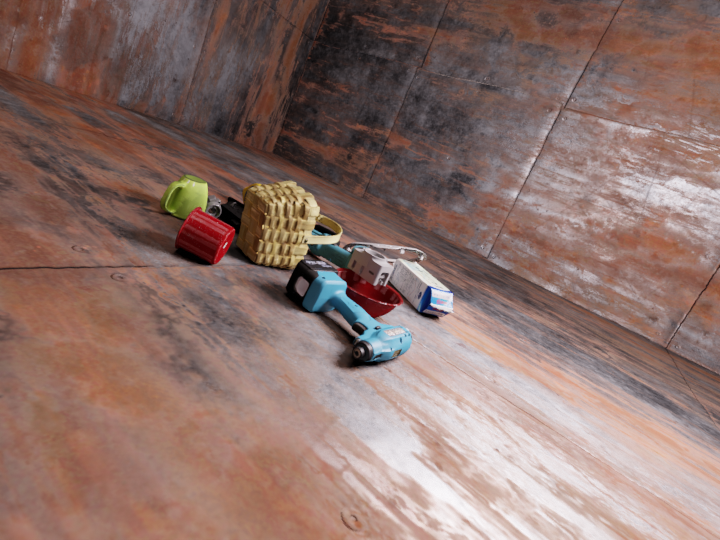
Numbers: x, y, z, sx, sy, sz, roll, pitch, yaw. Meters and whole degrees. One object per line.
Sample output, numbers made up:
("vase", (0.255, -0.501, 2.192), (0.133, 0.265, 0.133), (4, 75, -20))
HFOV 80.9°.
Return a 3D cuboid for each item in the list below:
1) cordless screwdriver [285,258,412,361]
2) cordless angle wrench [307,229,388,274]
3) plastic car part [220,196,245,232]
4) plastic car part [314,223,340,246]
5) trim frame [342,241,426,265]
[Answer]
("cordless screwdriver", (-0.037, 0.073, 0.762), (0.262, 0.074, 0.152), (36, 19, 30))
("cordless angle wrench", (-0.113, -0.074, 1.160), (0.448, 0.097, 0.070), (30, 14, 39))
("plastic car part", (-0.313, -0.131, 1.105), (0.065, 0.064, 0.215), (-21, 41, -34))
("plastic car part", (-0.107, -0.094, 1.294), (0.123, 0.066, 0.067), (33, 1, 43))
("trim frame", (0.068, -0.047, 1.246), (0.252, 0.028, 0.180), (9, -15, 5))
